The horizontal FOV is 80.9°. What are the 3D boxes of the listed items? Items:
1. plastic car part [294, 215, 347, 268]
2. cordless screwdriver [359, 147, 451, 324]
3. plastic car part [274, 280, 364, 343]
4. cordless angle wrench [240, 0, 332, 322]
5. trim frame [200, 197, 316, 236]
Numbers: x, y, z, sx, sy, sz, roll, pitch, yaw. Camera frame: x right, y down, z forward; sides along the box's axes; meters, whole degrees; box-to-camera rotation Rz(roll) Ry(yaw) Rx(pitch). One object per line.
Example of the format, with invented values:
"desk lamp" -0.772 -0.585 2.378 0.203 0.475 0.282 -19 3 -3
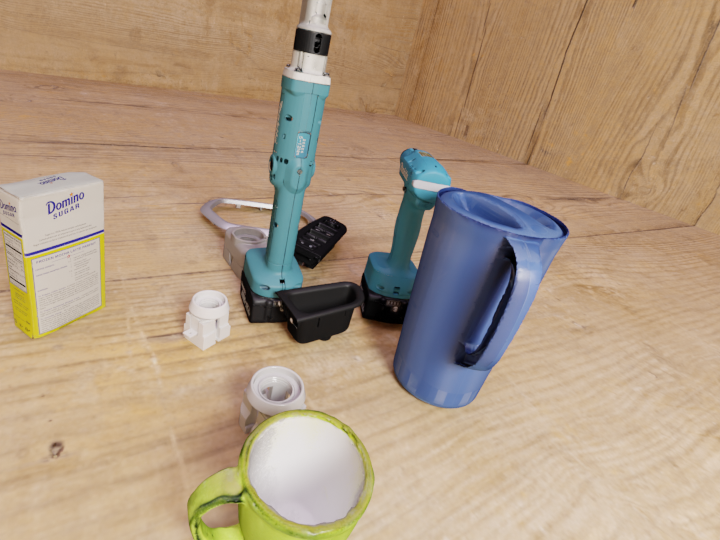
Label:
"plastic car part" -0.074 -0.049 0.761 0.068 0.066 0.202 17 27 8
"cordless screwdriver" 0.059 -0.055 0.628 0.073 0.245 0.164 10 26 -9
"plastic car part" -0.050 0.061 0.555 0.112 0.070 0.070 -6 32 -32
"cordless angle wrench" -0.085 -0.128 0.522 0.072 0.416 0.103 1 29 -27
"trim frame" -0.201 -0.107 0.866 0.242 0.027 0.192 3 28 -16
